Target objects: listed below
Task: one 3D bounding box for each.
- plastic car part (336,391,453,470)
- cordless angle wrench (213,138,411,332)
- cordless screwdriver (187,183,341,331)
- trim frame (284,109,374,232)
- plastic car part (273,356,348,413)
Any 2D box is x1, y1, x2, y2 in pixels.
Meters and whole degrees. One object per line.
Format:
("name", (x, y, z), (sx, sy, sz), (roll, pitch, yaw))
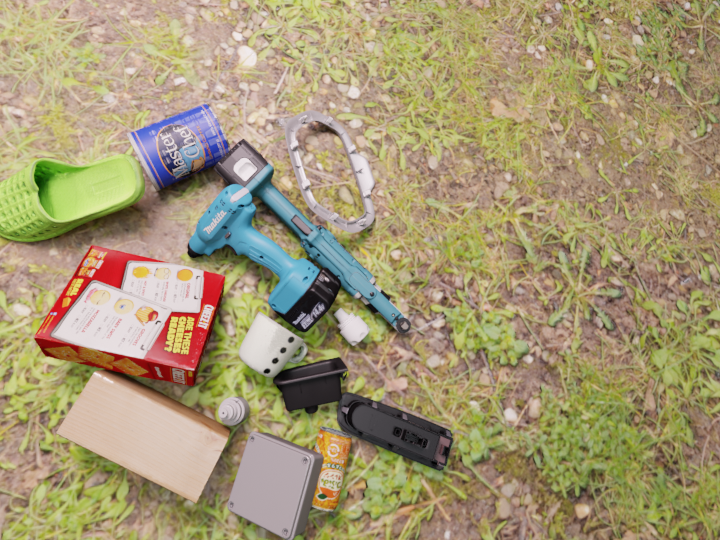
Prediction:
("plastic car part", (0.057, 0.260, 0.677), (0.203, 0.067, 0.066), (23, 81, 0))
("cordless angle wrench", (-0.071, -0.046, 0.726), (0.422, 0.098, 0.074), (44, 87, -1))
("cordless screwdriver", (-0.163, -0.005, 0.688), (0.246, 0.161, 0.074), (44, 30, -6))
("trim frame", (-0.048, -0.183, 0.758), (0.176, 0.028, 0.254), (-3, 68, -44))
("plastic car part", (-0.077, 0.190, 0.677), (0.115, 0.067, 0.070), (-14, 94, -10))
